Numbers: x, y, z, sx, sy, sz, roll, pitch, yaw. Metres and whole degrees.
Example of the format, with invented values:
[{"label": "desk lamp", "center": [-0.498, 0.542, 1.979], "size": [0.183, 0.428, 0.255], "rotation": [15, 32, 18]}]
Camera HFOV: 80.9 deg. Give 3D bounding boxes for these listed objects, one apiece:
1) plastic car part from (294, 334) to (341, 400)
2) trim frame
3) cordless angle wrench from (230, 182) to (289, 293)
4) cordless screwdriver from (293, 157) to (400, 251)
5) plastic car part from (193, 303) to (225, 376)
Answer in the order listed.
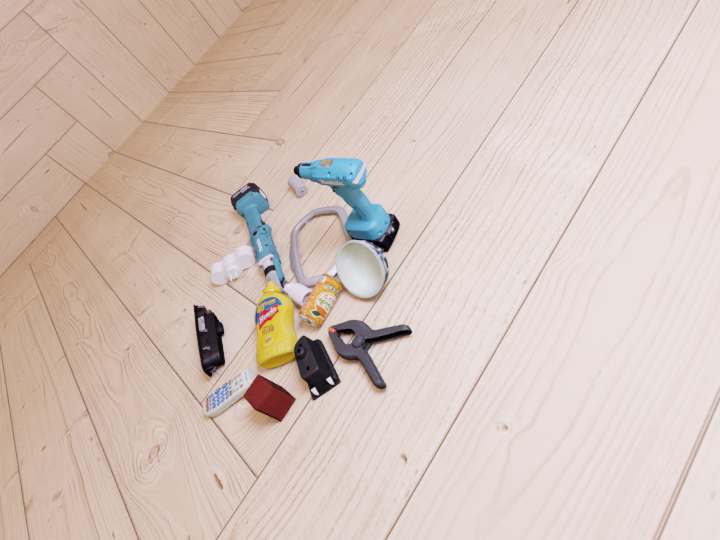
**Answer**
[{"label": "plastic car part", "center": [-0.097, 0.174, 0.813], "size": [0.066, 0.067, 0.123], "rotation": [-36, 47, 6]}, {"label": "trim frame", "center": [-0.101, -0.066, 1.031], "size": [0.186, 0.026, 0.259], "rotation": [-29, 47, 14]}, {"label": "cordless angle wrench", "center": [-0.267, -0.088, 1.140], "size": [0.098, 0.070, 0.445], "rotation": [-36, 46, 8]}, {"label": "cordless screwdriver", "center": [-0.026, -0.139, 0.876], "size": [0.168, 0.235, 0.074], "rotation": [12, 65, 35]}, {"label": "plastic car part", "center": [-0.362, 0.165, 1.024], "size": [0.066, 0.064, 0.213], "rotation": [-15, 43, -8]}]
